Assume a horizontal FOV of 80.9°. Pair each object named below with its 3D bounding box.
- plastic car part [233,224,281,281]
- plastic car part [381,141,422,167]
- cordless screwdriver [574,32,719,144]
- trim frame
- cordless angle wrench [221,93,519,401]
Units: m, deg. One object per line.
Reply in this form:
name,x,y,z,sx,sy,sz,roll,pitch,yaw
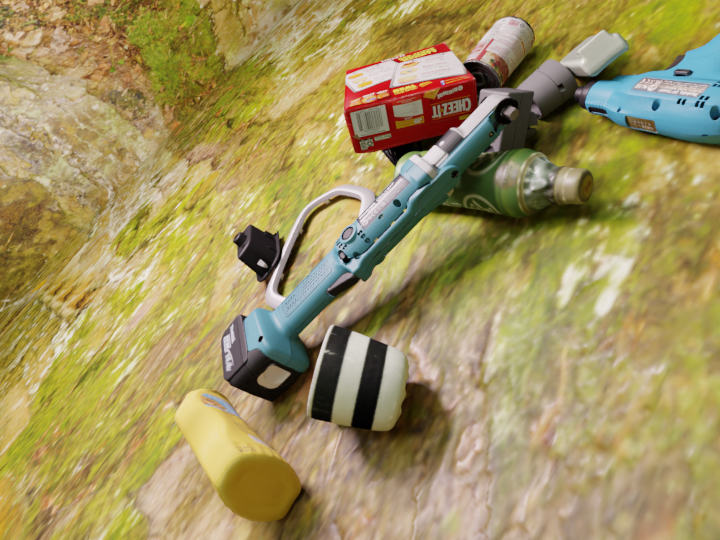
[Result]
plastic car part,-0.175,-0.038,0.694,0.066,0.068,0.121,-48,23,11
plastic car part,0.052,-0.223,0.685,0.067,0.063,0.213,-34,37,2
cordless screwdriver,0.352,-0.233,0.405,0.249,0.070,0.167,-45,36,5
trim frame,-0.063,-0.041,0.646,0.191,0.026,0.252,-12,49,35
cordless angle wrench,0.003,-0.026,0.472,0.425,0.070,0.103,-46,35,13
